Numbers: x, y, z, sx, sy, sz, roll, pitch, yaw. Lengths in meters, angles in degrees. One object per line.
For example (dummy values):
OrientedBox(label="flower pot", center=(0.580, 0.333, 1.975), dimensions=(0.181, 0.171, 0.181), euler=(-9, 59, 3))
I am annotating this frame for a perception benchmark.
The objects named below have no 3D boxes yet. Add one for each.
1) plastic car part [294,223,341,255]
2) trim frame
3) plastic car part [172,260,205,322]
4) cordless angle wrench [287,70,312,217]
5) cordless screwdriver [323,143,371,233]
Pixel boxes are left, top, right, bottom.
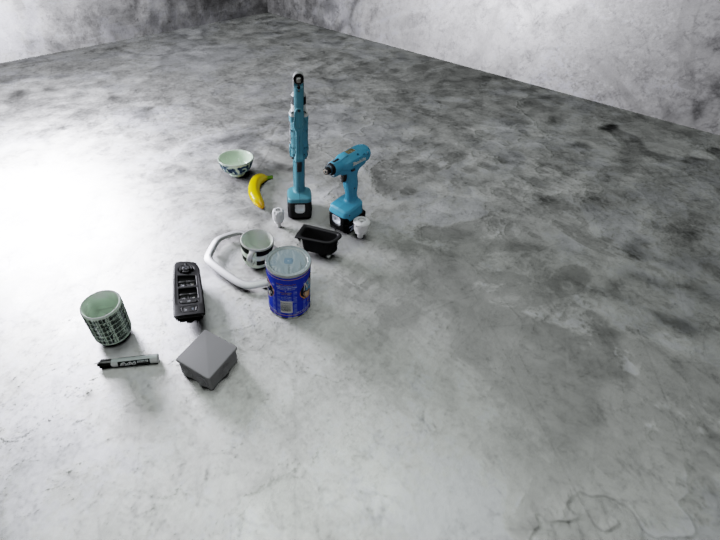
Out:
OrientedBox(label="plastic car part", center=(-0.112, -0.073, 1.142), dimensions=(0.120, 0.069, 0.066), euler=(16, 43, 14))
OrientedBox(label="trim frame", center=(-0.299, -0.033, 1.122), dimensions=(0.260, 0.027, 0.181), euler=(28, 48, 26))
OrientedBox(label="plastic car part", center=(-0.404, 0.053, 0.996), dimensions=(0.065, 0.065, 0.213), euler=(-11, 44, -17))
OrientedBox(label="cordless angle wrench", center=(-0.172, -0.338, 1.178), dimensions=(0.073, 0.411, 0.102), euler=(-1, 42, -9))
OrientedBox(label="cordless screwdriver", center=(-0.047, -0.216, 1.173), dimensions=(0.078, 0.242, 0.156), euler=(33, 48, 27))
